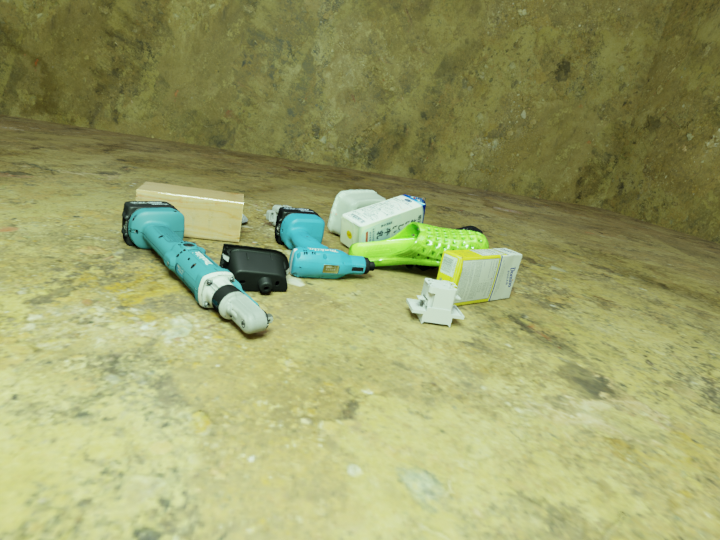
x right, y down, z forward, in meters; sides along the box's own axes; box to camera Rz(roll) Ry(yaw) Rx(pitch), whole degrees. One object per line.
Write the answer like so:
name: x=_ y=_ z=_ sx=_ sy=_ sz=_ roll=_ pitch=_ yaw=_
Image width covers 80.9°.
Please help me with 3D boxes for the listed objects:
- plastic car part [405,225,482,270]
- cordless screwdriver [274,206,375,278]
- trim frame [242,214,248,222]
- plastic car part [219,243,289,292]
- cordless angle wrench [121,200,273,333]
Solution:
plastic car part: x=0.177 y=-0.044 z=0.915 sx=0.200 sy=0.065 sz=0.069 roll=-23 pitch=21 yaw=-14
cordless screwdriver: x=-0.083 y=-0.054 z=0.852 sx=0.154 sy=0.073 sz=0.261 roll=2 pitch=23 yaw=-22
trim frame: x=-0.385 y=-0.149 z=1.055 sx=0.177 sy=0.027 sz=0.263 roll=-3 pitch=24 yaw=-31
plastic car part: x=-0.161 y=0.006 z=0.665 sx=0.113 sy=0.065 sz=0.074 roll=6 pitch=33 yaw=-21
cordless angle wrench: x=-0.266 y=-0.015 z=0.654 sx=0.094 sy=0.073 sz=0.448 roll=-7 pitch=26 yaw=-41
